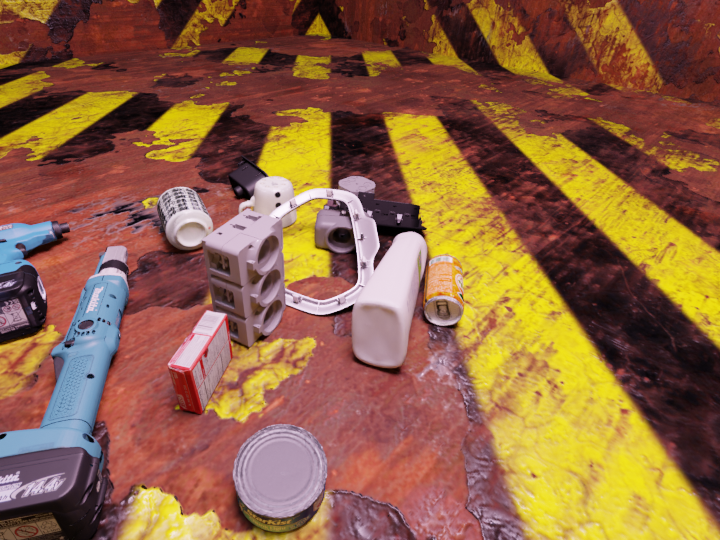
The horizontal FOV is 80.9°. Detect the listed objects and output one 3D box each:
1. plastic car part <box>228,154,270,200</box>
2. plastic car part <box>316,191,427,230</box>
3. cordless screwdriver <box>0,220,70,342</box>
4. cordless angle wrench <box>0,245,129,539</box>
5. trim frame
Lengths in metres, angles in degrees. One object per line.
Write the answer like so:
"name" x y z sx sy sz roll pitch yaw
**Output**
"plastic car part" -0.238 -0.183 0.893 0.070 0.063 0.123 -34 51 -21
"plastic car part" 0.025 -0.111 0.792 0.205 0.067 0.066 12 5 6
"cordless screwdriver" -0.501 -0.004 0.618 0.154 0.072 0.263 -21 38 -30
"cordless angle wrench" -0.324 0.086 0.505 0.096 0.072 0.443 -7 35 -15
"trim frame" -0.065 -0.043 0.668 0.185 0.026 0.257 -8 52 3
